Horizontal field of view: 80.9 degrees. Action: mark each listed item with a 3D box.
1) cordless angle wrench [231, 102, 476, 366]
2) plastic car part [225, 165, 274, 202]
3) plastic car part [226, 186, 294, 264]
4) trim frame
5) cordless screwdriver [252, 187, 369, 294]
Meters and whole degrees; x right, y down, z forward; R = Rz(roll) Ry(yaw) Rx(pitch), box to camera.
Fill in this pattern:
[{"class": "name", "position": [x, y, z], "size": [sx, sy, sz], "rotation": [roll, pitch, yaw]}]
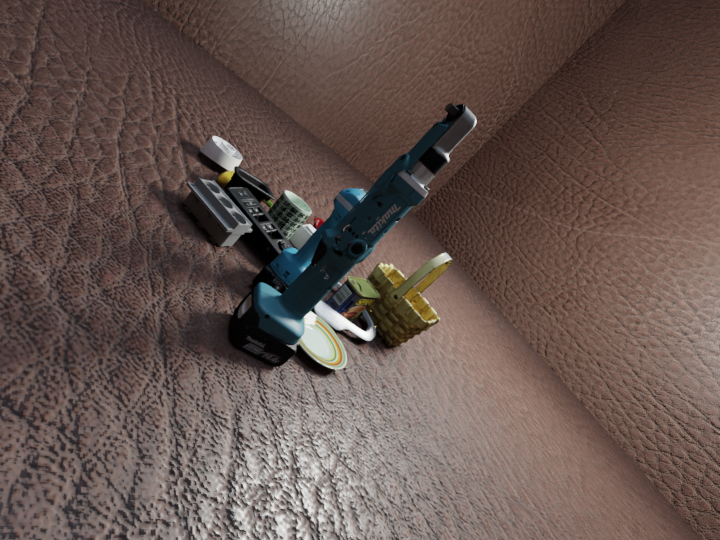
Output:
[{"class": "cordless angle wrench", "position": [-0.012, -0.041, 0.559], "size": [0.094, 0.425, 0.077], "rotation": [36, 19, -26]}, {"class": "plastic car part", "position": [-0.267, -0.186, 0.978], "size": [0.110, 0.071, 0.069], "rotation": [25, 24, -47]}, {"class": "plastic car part", "position": [-0.205, -0.080, 0.857], "size": [0.208, 0.067, 0.064], "rotation": [46, 16, 12]}, {"class": "trim frame", "position": [-0.063, 0.060, 0.907], "size": [0.243, 0.028, 0.187], "rotation": [39, 16, -12]}, {"class": "cordless screwdriver", "position": [-0.074, -0.048, 0.753], "size": [0.075, 0.250, 0.158], "rotation": [44, 16, -1]}]
